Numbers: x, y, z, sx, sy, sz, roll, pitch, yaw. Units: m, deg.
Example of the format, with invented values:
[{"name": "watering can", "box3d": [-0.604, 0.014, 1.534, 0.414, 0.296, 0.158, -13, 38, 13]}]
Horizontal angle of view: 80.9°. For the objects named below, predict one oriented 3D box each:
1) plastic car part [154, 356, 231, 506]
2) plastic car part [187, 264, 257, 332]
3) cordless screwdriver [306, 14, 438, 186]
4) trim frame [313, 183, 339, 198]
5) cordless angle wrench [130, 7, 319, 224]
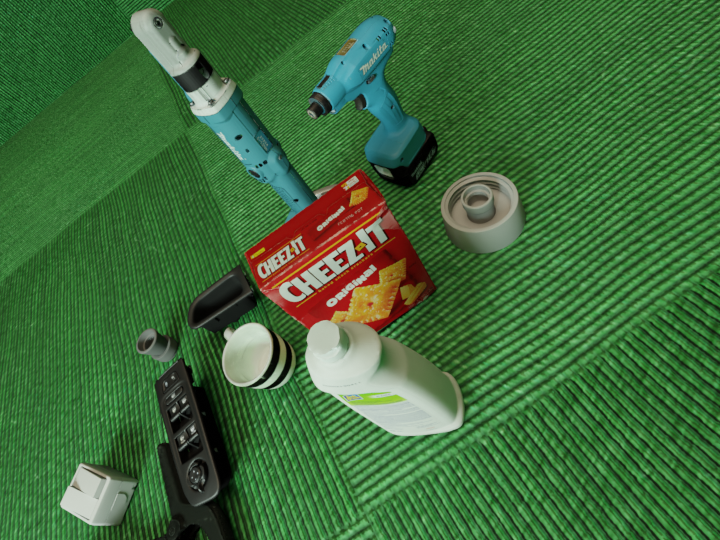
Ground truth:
[{"name": "plastic car part", "box3d": [-0.235, 0.228, 0.600, 0.066, 0.063, 0.214, -39, 50, 2]}, {"name": "plastic car part", "box3d": [-0.218, 0.058, 0.693, 0.117, 0.067, 0.069, -37, 51, 3]}, {"name": "cordless screwdriver", "box3d": [0.021, -0.215, 0.621, 0.079, 0.235, 0.159, 29, 77, 37]}, {"name": "trim frame", "box3d": [-0.069, -0.045, 0.701, 0.192, 0.026, 0.252, -1, 61, 28]}, {"name": "cordless angle wrench", "box3d": [-0.127, -0.147, 0.553, 0.103, 0.400, 0.074, 14, 68, 33]}]
